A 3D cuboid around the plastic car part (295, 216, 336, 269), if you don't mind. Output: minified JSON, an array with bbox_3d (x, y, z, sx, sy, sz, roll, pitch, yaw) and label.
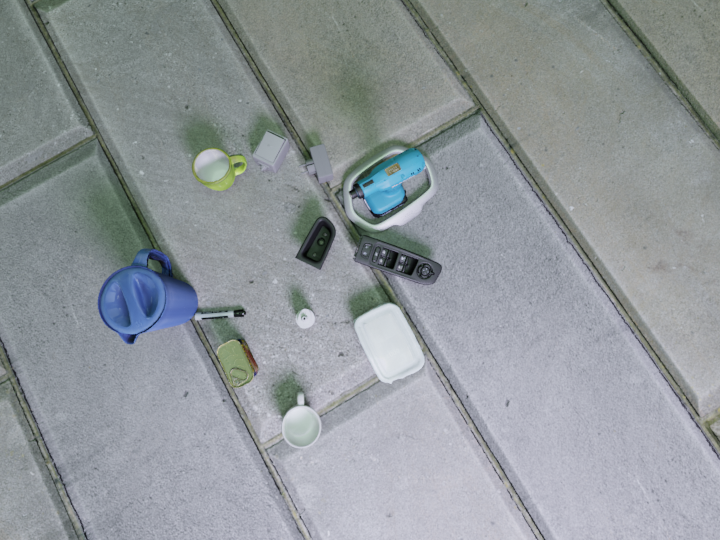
[{"bbox_3d":[-0.098,-0.064,1.007,0.066,0.070,0.117,26,83,2],"label":"plastic car part"}]

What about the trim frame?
[{"bbox_3d":[0.072,-0.201,1.044,0.248,0.027,0.187,-35,82,-4],"label":"trim frame"}]

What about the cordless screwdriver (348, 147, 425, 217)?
[{"bbox_3d":[0.043,-0.176,0.930,0.159,0.247,0.075,-29,87,-5],"label":"cordless screwdriver"}]

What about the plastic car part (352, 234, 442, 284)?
[{"bbox_3d":[0.086,-0.019,0.995,0.205,0.066,0.066,19,83,4],"label":"plastic car part"}]
